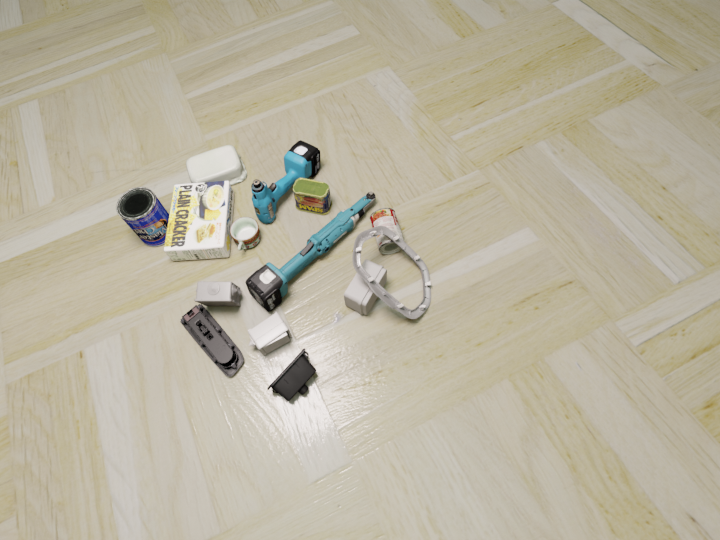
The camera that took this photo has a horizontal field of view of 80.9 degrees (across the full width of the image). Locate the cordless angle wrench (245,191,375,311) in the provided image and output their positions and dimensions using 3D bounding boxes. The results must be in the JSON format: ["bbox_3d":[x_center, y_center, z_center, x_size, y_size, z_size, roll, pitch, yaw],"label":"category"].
[{"bbox_3d":[-0.106,-0.069,1.083,0.077,0.095,0.418,39,67,19],"label":"cordless angle wrench"}]

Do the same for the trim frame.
[{"bbox_3d":[0.081,0.002,0.987,0.242,0.028,0.184,42,54,-15],"label":"trim frame"}]

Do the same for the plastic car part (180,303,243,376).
[{"bbox_3d":[-0.350,0.157,0.996,0.065,0.065,0.211,-38,68,-24],"label":"plastic car part"}]

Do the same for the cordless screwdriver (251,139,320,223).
[{"bbox_3d":[-0.207,-0.257,1.147,0.077,0.154,0.248,29,66,14],"label":"cordless screwdriver"}]

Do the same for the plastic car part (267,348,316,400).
[{"bbox_3d":[-0.142,0.239,0.937,0.072,0.065,0.116,39,74,5],"label":"plastic car part"}]
